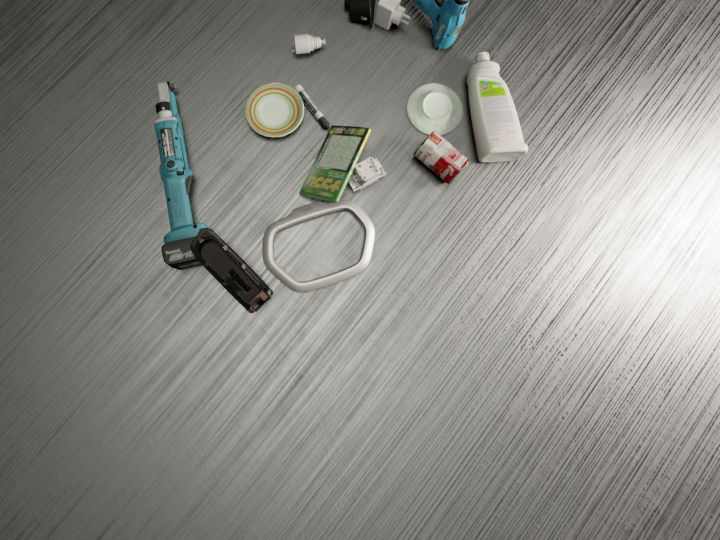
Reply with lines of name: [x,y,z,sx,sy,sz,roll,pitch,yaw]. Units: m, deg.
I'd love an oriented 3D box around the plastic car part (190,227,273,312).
plastic car part: [-0.255,0.006,0.834,0.066,0.069,0.196,-40,110,-3]

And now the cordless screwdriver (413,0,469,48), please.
cordless screwdriver: [0.143,-0.632,0.941,0.074,0.158,0.253,-35,83,-8]

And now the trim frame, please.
trim frame: [-0.089,-0.058,0.907,0.248,0.027,0.186,-20,82,-2]

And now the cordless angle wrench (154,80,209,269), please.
cordless angle wrench: [-0.397,-0.217,0.907,0.097,0.073,0.430,-12,79,-5]

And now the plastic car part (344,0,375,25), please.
plastic car part: [-0.001,-0.638,0.993,0.073,0.064,0.117,7,84,13]
